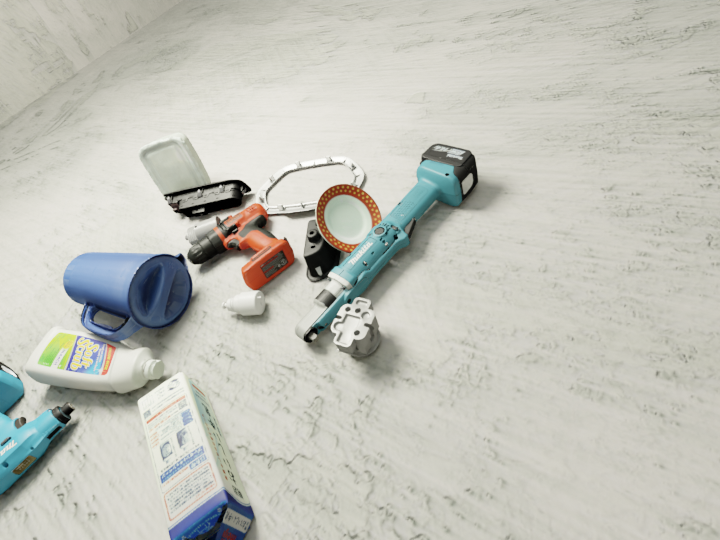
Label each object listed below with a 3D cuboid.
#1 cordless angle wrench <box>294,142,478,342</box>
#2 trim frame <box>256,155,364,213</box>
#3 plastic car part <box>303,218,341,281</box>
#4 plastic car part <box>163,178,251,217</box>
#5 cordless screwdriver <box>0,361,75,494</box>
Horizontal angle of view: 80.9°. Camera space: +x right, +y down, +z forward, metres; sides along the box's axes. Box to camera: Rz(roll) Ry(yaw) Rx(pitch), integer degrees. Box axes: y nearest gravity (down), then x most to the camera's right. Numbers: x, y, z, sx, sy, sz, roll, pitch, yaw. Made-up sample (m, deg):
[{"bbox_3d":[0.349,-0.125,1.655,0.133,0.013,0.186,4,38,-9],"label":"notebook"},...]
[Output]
[{"bbox_3d":[0.041,-0.049,0.700,0.104,0.070,0.420,28,67,38],"label":"cordless angle wrench"},{"bbox_3d":[-0.114,-0.186,0.912,0.255,0.026,0.188,-4,50,17],"label":"trim frame"},{"bbox_3d":[-0.073,-0.048,0.743,0.068,0.067,0.119,-8,45,16],"label":"plastic car part"},{"bbox_3d":[-0.349,-0.161,0.965,0.206,0.063,0.069,-13,56,12],"label":"plastic car part"},{"bbox_3d":[-0.591,0.232,0.711,0.263,0.071,0.158,27,64,34],"label":"cordless screwdriver"}]
